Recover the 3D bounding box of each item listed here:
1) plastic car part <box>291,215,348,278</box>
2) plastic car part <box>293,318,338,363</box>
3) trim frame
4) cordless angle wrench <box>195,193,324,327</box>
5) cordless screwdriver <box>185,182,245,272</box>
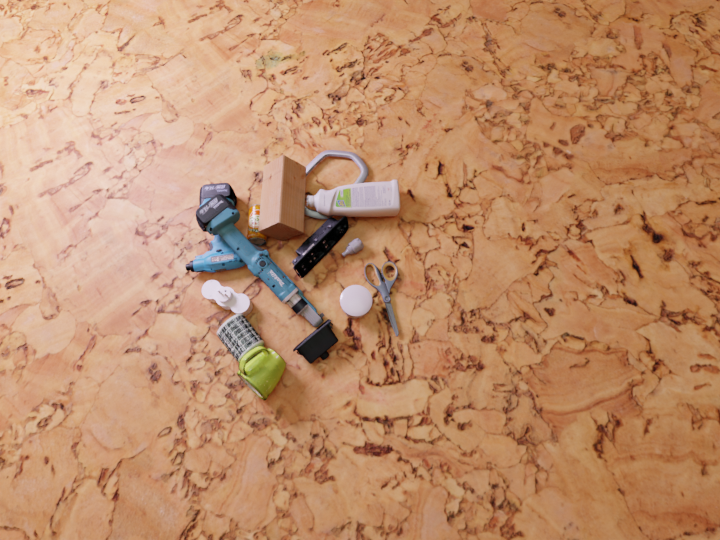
[{"bbox_3d":[-0.112,-0.073,1.144,0.202,0.063,0.071,-43,48,-12],"label":"plastic car part"},{"bbox_3d":[-0.101,0.182,1.038,0.116,0.066,0.071,-43,87,-10],"label":"plastic car part"},{"bbox_3d":[-0.088,-0.254,1.231,0.190,0.027,0.247,34,72,17],"label":"trim frame"},{"bbox_3d":[-0.252,-0.014,1.086,0.097,0.074,0.427,-42,85,-19],"label":"cordless angle wrench"},{"bbox_3d":[-0.410,-0.115,1.173,0.159,0.073,0.255,-10,71,-3],"label":"cordless screwdriver"}]
